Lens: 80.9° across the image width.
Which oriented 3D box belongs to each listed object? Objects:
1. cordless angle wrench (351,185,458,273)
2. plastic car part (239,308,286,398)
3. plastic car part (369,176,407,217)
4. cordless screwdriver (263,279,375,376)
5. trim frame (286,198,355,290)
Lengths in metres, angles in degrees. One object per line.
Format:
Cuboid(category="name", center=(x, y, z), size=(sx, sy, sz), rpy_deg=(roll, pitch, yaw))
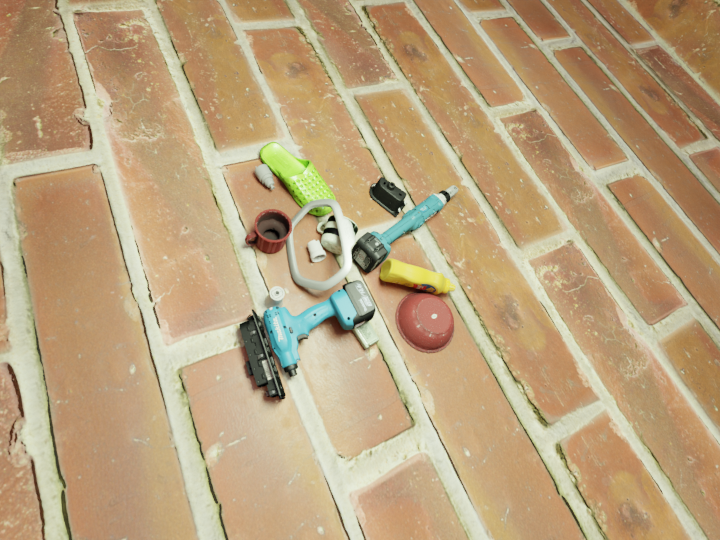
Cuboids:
Cuboid(category="cordless angle wrench", center=(0.146, -0.140, 1.173), size=(0.415, 0.097, 0.076), rpy_deg=(-37, 77, -31))
Cuboid(category="plastic car part", center=(-0.221, 0.188, 0.933), size=(0.067, 0.064, 0.209), rpy_deg=(-21, 70, 3))
Cuboid(category="plastic car part", center=(0.083, -0.221, 1.209), size=(0.117, 0.071, 0.065), rpy_deg=(39, 59, 3))
Cuboid(category="cordless screwdriver", center=(-0.085, 0.128, 0.968), size=(0.246, 0.073, 0.164), rpy_deg=(-20, 70, -8))
Cuboid(category="trim frame", center=(-0.103, -0.067, 1.053), size=(0.188, 0.026, 0.257), rpy_deg=(-22, 62, 20))
